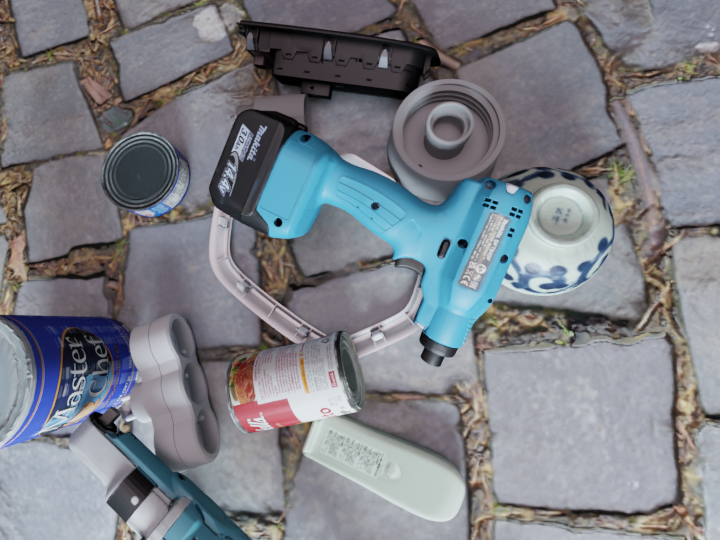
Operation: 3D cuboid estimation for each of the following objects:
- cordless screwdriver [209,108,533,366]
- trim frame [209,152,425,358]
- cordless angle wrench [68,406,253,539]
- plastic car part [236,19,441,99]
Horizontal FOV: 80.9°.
[{"bbox_3d":[-0.005,-0.032,0.361,0.254,0.073,0.158,22,101,10],"label":"cordless screwdriver"},{"bbox_3d":[-0.040,-0.026,0.414,0.255,0.027,0.184,35,85,14],"label":"trim frame"},{"bbox_3d":[-0.063,0.261,0.314,0.430,0.073,0.097,39,75,8],"label":"cordless angle wrench"},{"bbox_3d":[-0.023,-0.208,0.427,0.206,0.065,0.067,8,92,9],"label":"plastic car part"}]
